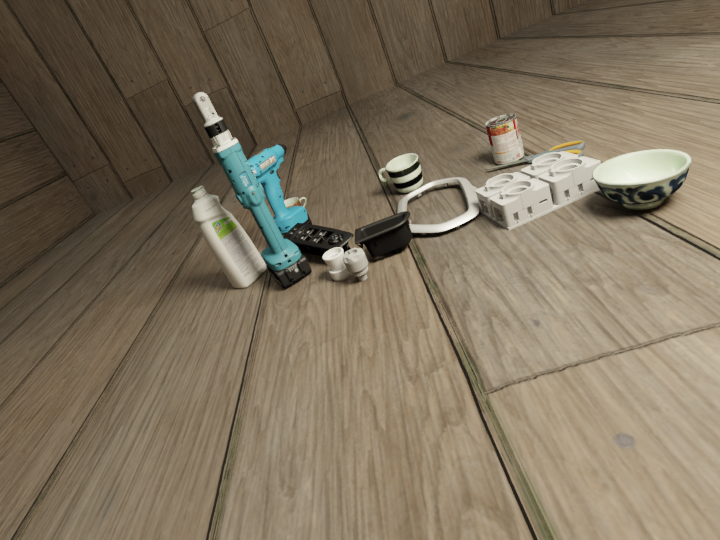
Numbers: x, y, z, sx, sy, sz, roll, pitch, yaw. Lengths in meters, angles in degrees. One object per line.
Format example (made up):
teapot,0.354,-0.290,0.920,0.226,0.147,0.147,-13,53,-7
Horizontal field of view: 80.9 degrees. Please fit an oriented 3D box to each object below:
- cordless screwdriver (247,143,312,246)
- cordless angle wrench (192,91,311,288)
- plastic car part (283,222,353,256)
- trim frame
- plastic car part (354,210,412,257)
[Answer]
cordless screwdriver,-0.195,-0.190,1.074,0.078,0.240,0.158,-5,31,35
cordless angle wrench,-0.225,-0.157,0.861,0.073,0.408,0.103,-32,26,-18
plastic car part,-0.094,-0.061,0.959,0.214,0.064,0.065,9,42,47
trim frame,0.171,-0.145,0.929,0.188,0.026,0.253,-17,29,15
plastic car part,0.053,-0.063,0.840,0.118,0.068,0.067,-18,27,13
